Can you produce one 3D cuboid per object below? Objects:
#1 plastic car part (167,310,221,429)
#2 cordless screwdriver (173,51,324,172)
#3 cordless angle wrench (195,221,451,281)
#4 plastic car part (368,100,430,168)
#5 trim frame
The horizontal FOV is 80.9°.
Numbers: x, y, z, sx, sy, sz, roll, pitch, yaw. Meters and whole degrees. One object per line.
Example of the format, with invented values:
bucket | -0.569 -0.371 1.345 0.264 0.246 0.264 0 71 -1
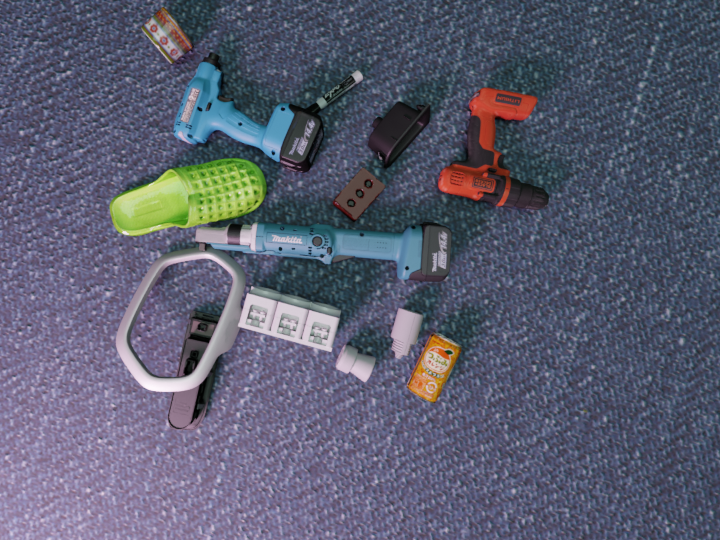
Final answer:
plastic car part | -0.280 0.177 0.710 0.065 0.068 0.203 12 91 -9
cordless screwdriver | -0.183 -0.269 0.722 0.251 0.073 0.159 18 88 5
cordless angle wrench | -0.070 -0.046 0.713 0.425 0.074 0.098 5 88 3
plastic car part | 0.057 -0.243 0.728 0.116 0.064 0.073 -46 76 1
trim frame | -0.289 0.072 0.695 0.186 0.027 0.251 15 66 5
